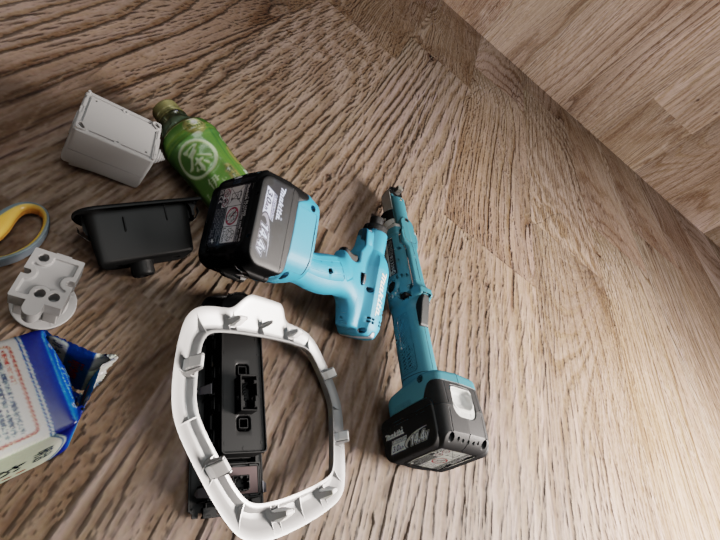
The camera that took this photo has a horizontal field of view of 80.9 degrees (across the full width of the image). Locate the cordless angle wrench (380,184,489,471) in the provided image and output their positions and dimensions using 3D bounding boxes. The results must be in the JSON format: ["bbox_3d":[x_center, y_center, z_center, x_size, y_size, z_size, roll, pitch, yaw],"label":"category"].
[{"bbox_3d":[0.064,0.031,0.575,0.071,0.099,0.437,22,42,-27],"label":"cordless angle wrench"}]

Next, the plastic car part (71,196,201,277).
[{"bbox_3d":[-0.217,-0.030,0.423,0.112,0.068,0.071,-18,85,-42],"label":"plastic car part"}]

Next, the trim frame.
[{"bbox_3d":[-0.068,0.112,0.363,0.236,0.028,0.191,32,34,-60],"label":"trim frame"}]

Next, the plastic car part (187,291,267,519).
[{"bbox_3d":[-0.118,0.103,0.388,0.064,0.067,0.211,7,50,-28],"label":"plastic car part"}]

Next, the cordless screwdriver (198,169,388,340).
[{"bbox_3d":[-0.045,-0.030,0.463,0.234,0.078,0.161,33,61,-47],"label":"cordless screwdriver"}]
